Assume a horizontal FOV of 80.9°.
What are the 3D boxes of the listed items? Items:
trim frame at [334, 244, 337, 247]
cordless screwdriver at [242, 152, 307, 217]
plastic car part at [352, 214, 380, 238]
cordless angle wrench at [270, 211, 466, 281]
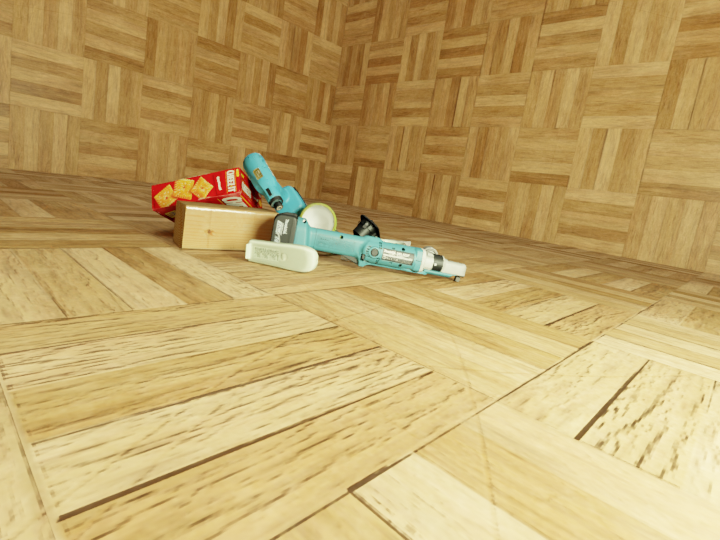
[{"bbox_3d":[-0.108,-0.071,1.108,0.192,0.027,0.240,12,10,22],"label":"trim frame"},{"bbox_3d":[-0.195,-0.176,1.054,0.165,0.074,0.238,58,4,22],"label":"cordless screwdriver"},{"bbox_3d":[0.011,-0.088,1.077,0.068,0.067,0.199,52,-9,10],"label":"plastic car part"},{"bbox_3d":[0.022,-0.039,0.891,0.418,0.097,0.075,10,6,-6],"label":"cordless angle wrench"}]
